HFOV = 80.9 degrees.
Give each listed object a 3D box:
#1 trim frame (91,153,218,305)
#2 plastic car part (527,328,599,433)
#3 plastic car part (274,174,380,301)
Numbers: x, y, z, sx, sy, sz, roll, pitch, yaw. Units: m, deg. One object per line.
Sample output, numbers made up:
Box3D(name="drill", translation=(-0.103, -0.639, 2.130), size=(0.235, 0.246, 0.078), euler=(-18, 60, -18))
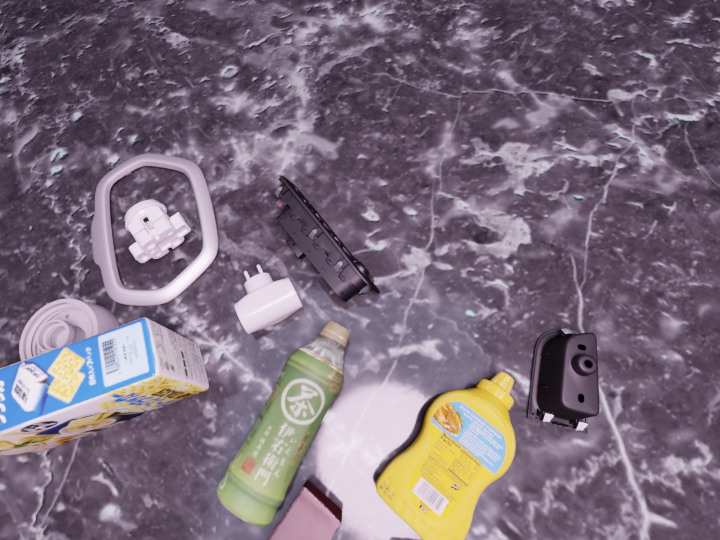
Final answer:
Box3D(name="trim frame", translation=(-0.304, -0.067, 0.614), size=(0.183, 0.027, 0.256), euler=(-18, 70, -4))
Box3D(name="plastic car part", translation=(0.239, 0.117, 0.478), size=(0.067, 0.069, 0.118), euler=(12, 73, 4))
Box3D(name="plastic car part", translation=(-0.055, -0.036, 0.565), size=(0.067, 0.064, 0.210), euler=(-43, 72, -3))
